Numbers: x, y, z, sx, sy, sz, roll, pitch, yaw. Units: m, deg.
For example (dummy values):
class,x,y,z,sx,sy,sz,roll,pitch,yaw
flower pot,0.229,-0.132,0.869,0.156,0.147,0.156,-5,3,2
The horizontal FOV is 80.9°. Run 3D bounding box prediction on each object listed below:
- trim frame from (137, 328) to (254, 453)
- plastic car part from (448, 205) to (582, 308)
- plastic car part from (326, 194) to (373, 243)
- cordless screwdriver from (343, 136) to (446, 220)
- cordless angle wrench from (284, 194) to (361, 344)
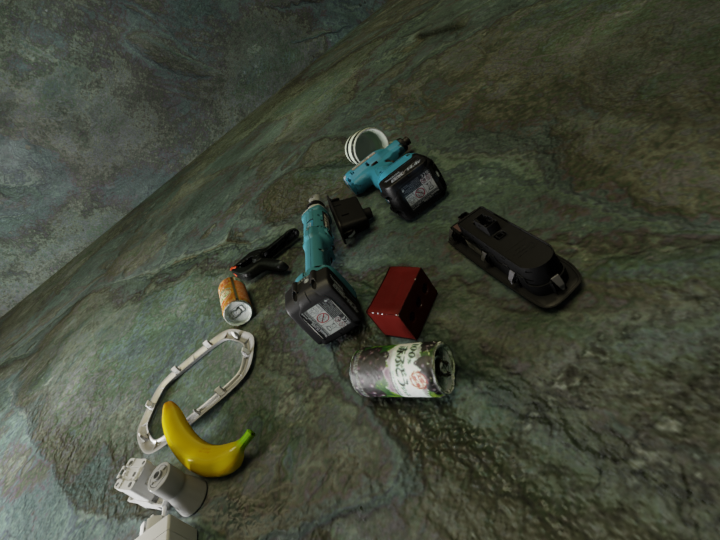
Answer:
class,x,y,z,sx,sy,sz,roll,pitch,yaw
trim frame,-0.276,0.190,0.703,0.248,0.026,0.193,-38,33,-2
plastic car part,0.173,-0.032,0.507,0.066,0.064,0.213,-31,34,-2
plastic car part,-0.015,-0.099,0.783,0.071,0.063,0.122,-23,35,-3
cordless screwdriver,0.073,-0.188,0.791,0.159,0.071,0.260,-39,28,-2
cordless angle wrench,-0.073,-0.048,0.746,0.075,0.094,0.437,-34,29,12
